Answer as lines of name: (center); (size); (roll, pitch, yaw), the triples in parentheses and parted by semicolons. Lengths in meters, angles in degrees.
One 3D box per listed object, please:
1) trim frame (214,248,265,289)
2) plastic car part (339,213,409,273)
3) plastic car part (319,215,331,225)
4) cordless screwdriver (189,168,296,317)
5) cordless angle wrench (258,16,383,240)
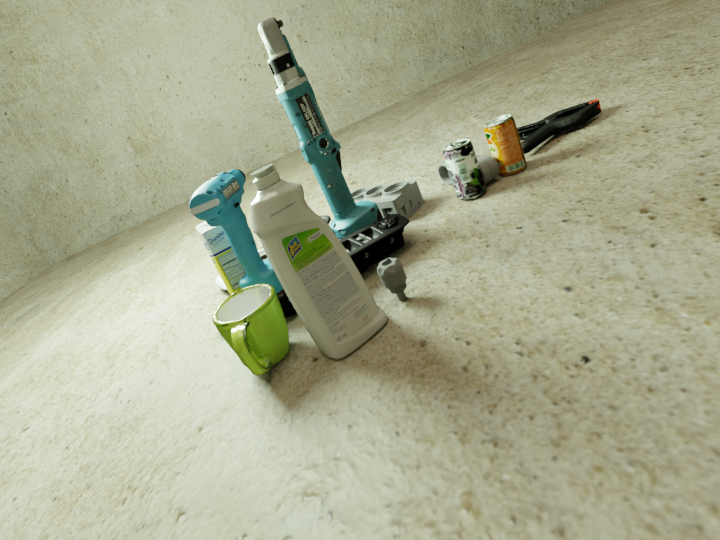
trim frame: (-0.208, -0.020, 0.934); (0.250, 0.026, 0.190); (-24, 25, 4)
plastic car part: (0.003, -0.031, 0.708); (0.200, 0.065, 0.069); (-34, 24, -17)
plastic car part: (-0.081, -0.053, 0.825); (0.068, 0.068, 0.116); (-12, 27, 29)
cordless screwdriver: (-0.177, -0.045, 0.697); (0.076, 0.241, 0.161); (-19, 22, 15)
cordless angle wrench: (-0.073, -0.219, 0.737); (0.096, 0.409, 0.078); (-32, 22, -19)
